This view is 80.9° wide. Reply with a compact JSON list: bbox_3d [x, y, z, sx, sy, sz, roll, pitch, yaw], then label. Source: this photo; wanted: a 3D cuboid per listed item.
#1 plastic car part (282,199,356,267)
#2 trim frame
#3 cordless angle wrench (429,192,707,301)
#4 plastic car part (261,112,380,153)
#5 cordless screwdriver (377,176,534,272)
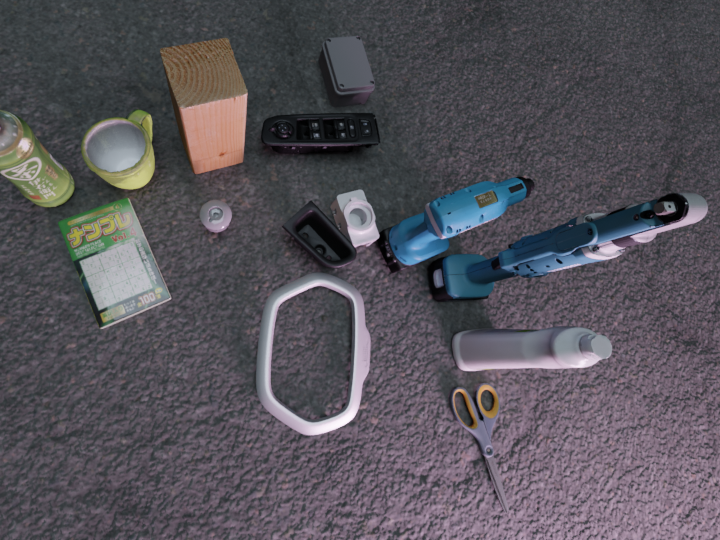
[{"bbox_3d":[-0.067,-0.044,0.688,0.117,0.071,0.065,46,71,0],"label":"plastic car part"},{"bbox_3d":[-0.070,0.126,0.667,0.181,0.028,0.252,5,75,-11],"label":"trim frame"},{"bbox_3d":[0.226,-0.018,0.558,0.096,0.427,0.075,-1,80,-17],"label":"cordless angle wrench"},{"bbox_3d":[-0.074,-0.236,0.738,0.199,0.067,0.067,-3,79,-13],"label":"plastic car part"},{"bbox_3d":[0.131,-0.071,0.643,0.156,0.251,0.075,-22,86,-19],"label":"cordless screwdriver"}]
